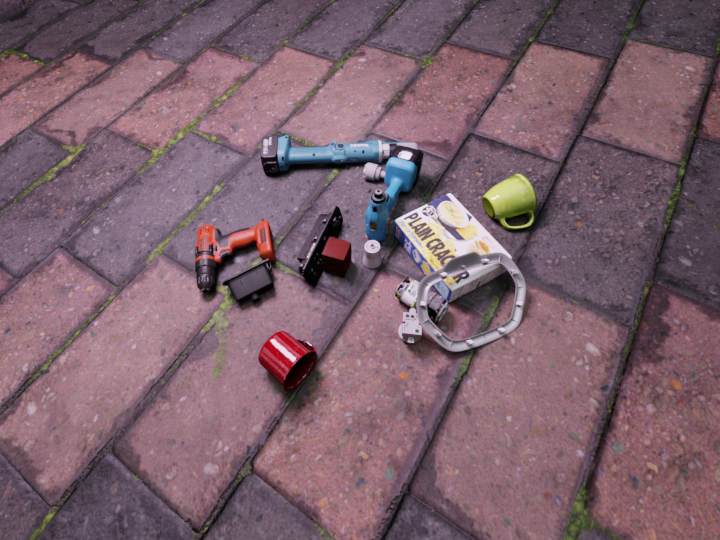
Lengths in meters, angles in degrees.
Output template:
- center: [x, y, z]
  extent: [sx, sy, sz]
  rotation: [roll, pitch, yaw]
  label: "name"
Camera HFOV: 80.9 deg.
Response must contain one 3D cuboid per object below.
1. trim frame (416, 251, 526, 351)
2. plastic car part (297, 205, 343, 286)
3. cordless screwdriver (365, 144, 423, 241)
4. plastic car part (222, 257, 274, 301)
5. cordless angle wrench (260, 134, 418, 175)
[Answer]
- center: [0.227, 0.057, 0.848]
  extent: [0.245, 0.028, 0.185]
  rotation: [-17, 88, -10]
  label: "trim frame"
- center: [-0.098, -0.064, 0.998]
  extent: [0.070, 0.063, 0.204]
  rotation: [5, 56, 37]
  label: "plastic car part"
- center: [0.077, -0.204, 1.007]
  extent: [0.076, 0.154, 0.250]
  rotation: [19, 60, 13]
  label: "cordless screwdriver"
- center: [-0.243, 0.033, 0.954]
  extent: [0.115, 0.065, 0.073]
  rotation: [-30, 75, -9]
  label: "plastic car part"
- center: [-0.056, -0.320, 1.148]
  extent: [0.425, 0.072, 0.101]
  rotation: [-1, 58, 3]
  label: "cordless angle wrench"
